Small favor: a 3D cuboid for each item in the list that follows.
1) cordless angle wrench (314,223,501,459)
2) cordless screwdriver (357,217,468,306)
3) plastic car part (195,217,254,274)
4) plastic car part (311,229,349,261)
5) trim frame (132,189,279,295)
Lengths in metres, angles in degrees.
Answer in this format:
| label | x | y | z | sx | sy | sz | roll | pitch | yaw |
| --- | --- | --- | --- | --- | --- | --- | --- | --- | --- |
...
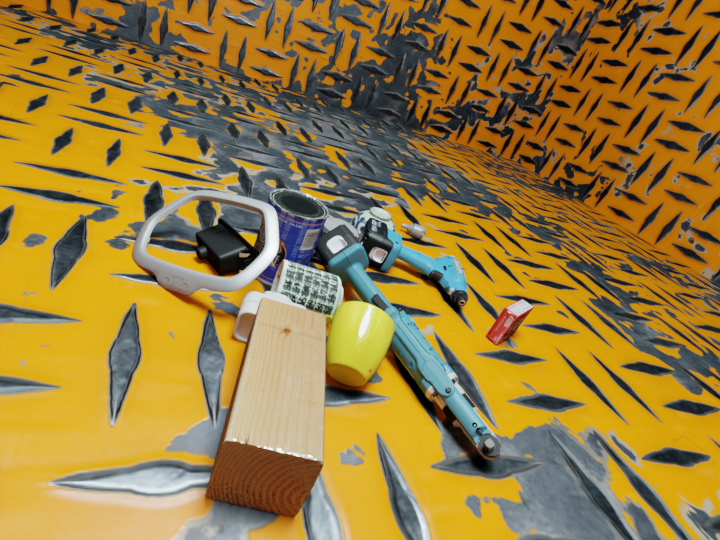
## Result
| label | x | y | z | sx | sy | sz | roll | pitch | yaw |
| --- | --- | --- | --- | --- | --- | --- | --- | --- | --- |
| cordless angle wrench | 0.058 | 0.091 | 0.655 | 0.074 | 0.093 | 0.446 | -34 | 53 | -6 |
| cordless screwdriver | 0.111 | -0.013 | 0.894 | 0.245 | 0.074 | 0.162 | 22 | 27 | -8 |
| plastic car part | -0.236 | -0.034 | 0.708 | 0.069 | 0.064 | 0.123 | -25 | 49 | -38 |
| plastic car part | -0.083 | -0.054 | 0.844 | 0.201 | 0.067 | 0.067 | 22 | 16 | -5 |
| trim frame | -0.236 | -0.048 | 0.646 | 0.258 | 0.026 | 0.185 | 14 | 58 | 20 |
